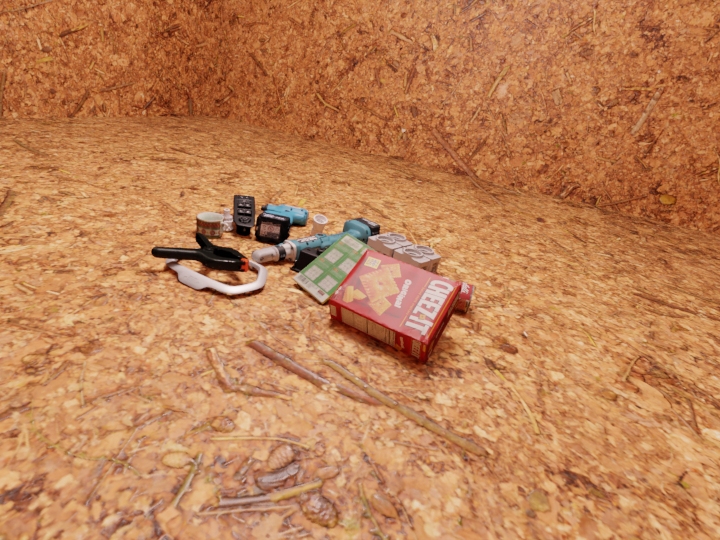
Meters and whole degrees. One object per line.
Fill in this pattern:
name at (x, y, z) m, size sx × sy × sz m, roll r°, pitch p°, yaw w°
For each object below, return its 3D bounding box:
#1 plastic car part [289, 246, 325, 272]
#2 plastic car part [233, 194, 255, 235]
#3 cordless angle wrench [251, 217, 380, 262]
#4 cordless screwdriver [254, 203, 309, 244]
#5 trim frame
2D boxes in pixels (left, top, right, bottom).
plastic car part at (-0.108, -0.023, 1.048) m, size 0.121 × 0.070 × 0.064 m, roll 18°, pitch 24°, yaw 24°
plastic car part at (-0.353, -0.164, 1.270) m, size 0.064 × 0.066 × 0.212 m, roll 10°, pitch 26°, yaw -21°
cordless angle wrench at (-0.114, -0.075, 1.169) m, size 0.407 × 0.073 × 0.104 m, roll -17°, pitch 35°, yaw -42°
cordless screwdriver at (-0.261, -0.157, 1.290) m, size 0.161 × 0.073 × 0.249 m, roll 12°, pitch 20°, yaw 5°
trim frame at (-0.329, -0.003, 0.973) m, size 0.258 × 0.027 × 0.180 m, roll 21°, pitch 25°, yaw 20°
